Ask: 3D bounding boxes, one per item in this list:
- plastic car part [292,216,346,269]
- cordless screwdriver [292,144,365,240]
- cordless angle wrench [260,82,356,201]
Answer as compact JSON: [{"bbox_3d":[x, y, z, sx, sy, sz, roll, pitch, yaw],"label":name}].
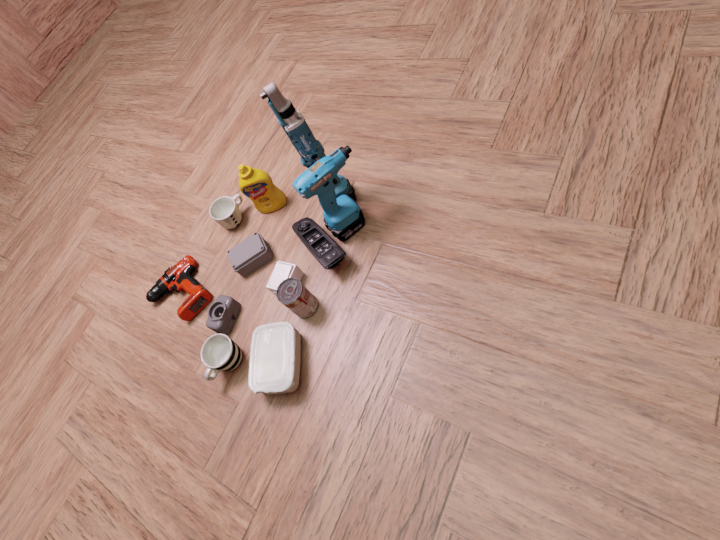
[{"bbox_3d":[-0.109,-0.072,1.120,0.066,0.063,0.214,-41,54,-3],"label":"plastic car part"},{"bbox_3d":[-0.054,-0.190,1.055,0.159,0.236,0.078,-40,55,-2],"label":"cordless screwdriver"},{"bbox_3d":[-0.123,-0.293,1.044,0.098,0.401,0.078,-30,56,4],"label":"cordless angle wrench"}]
